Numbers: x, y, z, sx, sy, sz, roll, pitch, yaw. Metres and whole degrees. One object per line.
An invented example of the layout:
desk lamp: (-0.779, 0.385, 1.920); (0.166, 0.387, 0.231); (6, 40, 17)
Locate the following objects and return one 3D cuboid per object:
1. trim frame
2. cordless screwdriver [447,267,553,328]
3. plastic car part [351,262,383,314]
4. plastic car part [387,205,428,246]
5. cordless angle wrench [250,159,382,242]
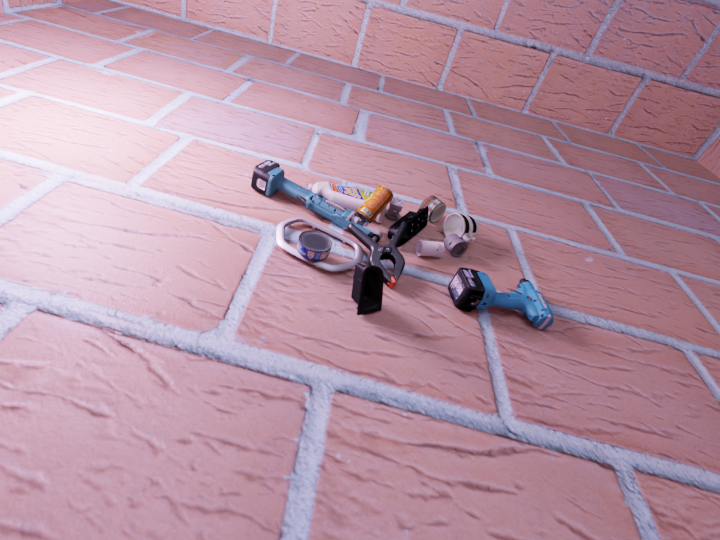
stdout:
trim frame: (-0.109, -0.071, 1.114); (0.255, 0.027, 0.183); (23, 39, 13)
cordless screwdriver: (0.352, 0.053, 1.079); (0.245, 0.073, 0.164); (14, 36, -9)
plastic car part: (0.009, 0.032, 0.964); (0.063, 0.114, 0.075); (-7, 19, -31)
plastic car part: (0.139, -0.135, 1.251); (0.070, 0.065, 0.200); (21, 37, 21)
cordless angle wrench: (-0.125, -0.194, 1.232); (0.435, 0.073, 0.097); (29, 39, 14)
